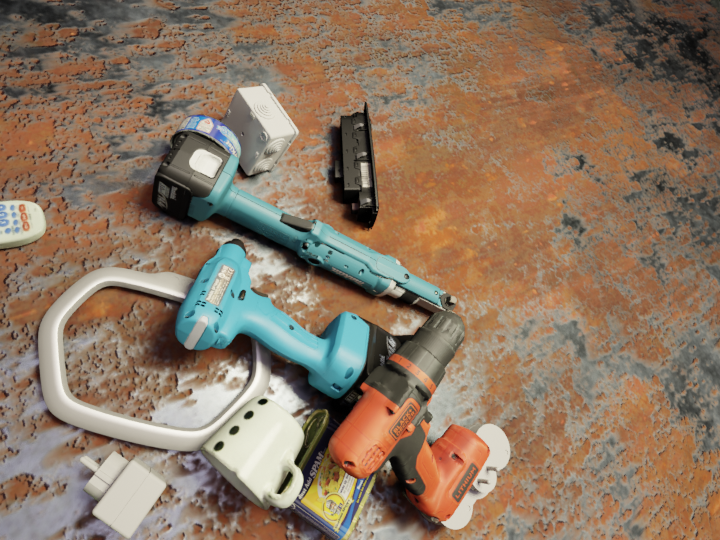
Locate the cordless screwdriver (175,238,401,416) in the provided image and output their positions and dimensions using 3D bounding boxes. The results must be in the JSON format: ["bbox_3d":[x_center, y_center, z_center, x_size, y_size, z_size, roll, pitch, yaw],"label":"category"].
[{"bbox_3d":[-0.075,0.059,0.494,0.243,0.074,0.163,27,33,-14],"label":"cordless screwdriver"}]

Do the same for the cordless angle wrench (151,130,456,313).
[{"bbox_3d":[-0.054,-0.036,0.555,0.412,0.099,0.075,27,61,-13],"label":"cordless angle wrench"}]

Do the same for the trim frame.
[{"bbox_3d":[-0.218,0.089,0.465,0.243,0.028,0.187,17,63,-11],"label":"trim frame"}]

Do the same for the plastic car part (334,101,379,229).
[{"bbox_3d":[-0.007,-0.165,0.648,0.068,0.064,0.207,-1,67,4],"label":"plastic car part"}]

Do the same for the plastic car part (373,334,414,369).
[{"bbox_3d":[0.053,0.147,0.528,0.068,0.068,0.118,31,62,-25],"label":"plastic car part"}]
